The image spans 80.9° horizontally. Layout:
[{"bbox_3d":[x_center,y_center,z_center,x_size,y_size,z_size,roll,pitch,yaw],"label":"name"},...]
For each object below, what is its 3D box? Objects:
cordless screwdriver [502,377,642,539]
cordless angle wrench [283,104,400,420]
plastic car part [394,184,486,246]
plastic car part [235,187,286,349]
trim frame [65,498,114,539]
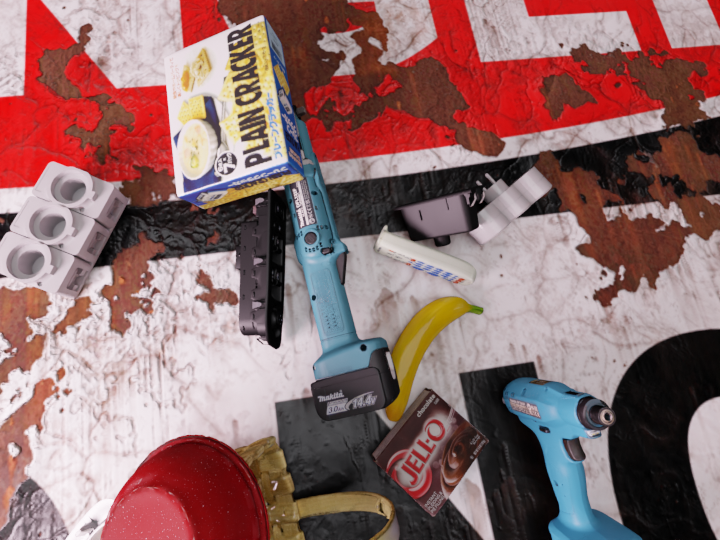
[{"bbox_3d":[0.250,0.248,0.465,0.073,0.159,0.253,-13,80,-12],"label":"cordless screwdriver"},{"bbox_3d":[-0.054,-0.035,0.555,0.099,0.071,0.433,-19,73,12],"label":"cordless angle wrench"},{"bbox_3d":[0.111,-0.069,0.574,0.064,0.121,0.071,-20,95,-53],"label":"plastic car part"},{"bbox_3d":[-0.129,-0.001,0.548,0.067,0.065,0.206,-6,76,1],"label":"plastic car part"},{"bbox_3d":[-0.250,0.344,0.409,0.192,0.026,0.249,45,103,24],"label":"trim frame"}]
